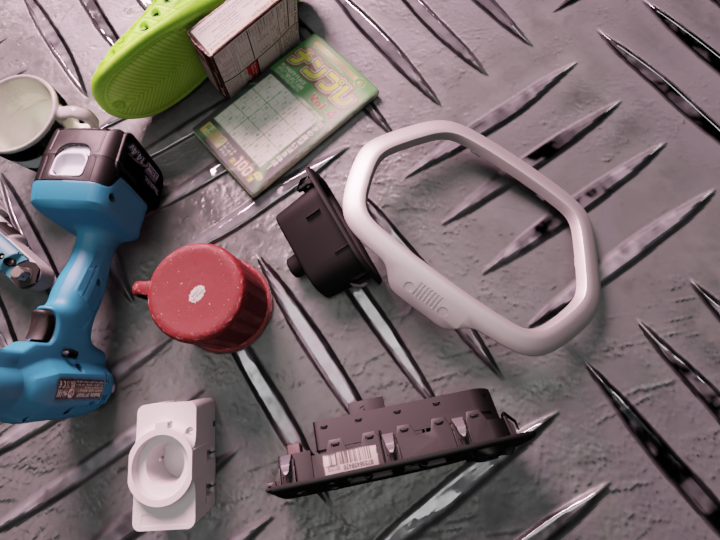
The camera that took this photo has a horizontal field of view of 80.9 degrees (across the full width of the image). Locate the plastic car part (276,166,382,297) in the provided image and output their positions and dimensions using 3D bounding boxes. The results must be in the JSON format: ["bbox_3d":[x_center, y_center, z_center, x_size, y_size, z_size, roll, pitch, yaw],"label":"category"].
[{"bbox_3d":[-0.038,-0.025,0.394,0.072,0.064,0.119,-29,77,11],"label":"plastic car part"}]

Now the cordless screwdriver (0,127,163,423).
[{"bbox_3d":[-0.248,-0.006,0.353,0.075,0.155,0.253,2,73,2],"label":"cordless screwdriver"}]

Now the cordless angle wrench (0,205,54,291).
[{"bbox_3d":[-0.476,-0.112,0.447,0.431,0.096,0.074,37,80,9],"label":"cordless angle wrench"}]

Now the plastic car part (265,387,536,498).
[{"bbox_3d":[0.029,0.137,0.340,0.204,0.063,0.069,-9,49,3],"label":"plastic car part"}]

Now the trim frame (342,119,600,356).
[{"bbox_3d":[0.101,-0.038,0.379,0.251,0.027,0.183,36,70,5],"label":"trim frame"}]
